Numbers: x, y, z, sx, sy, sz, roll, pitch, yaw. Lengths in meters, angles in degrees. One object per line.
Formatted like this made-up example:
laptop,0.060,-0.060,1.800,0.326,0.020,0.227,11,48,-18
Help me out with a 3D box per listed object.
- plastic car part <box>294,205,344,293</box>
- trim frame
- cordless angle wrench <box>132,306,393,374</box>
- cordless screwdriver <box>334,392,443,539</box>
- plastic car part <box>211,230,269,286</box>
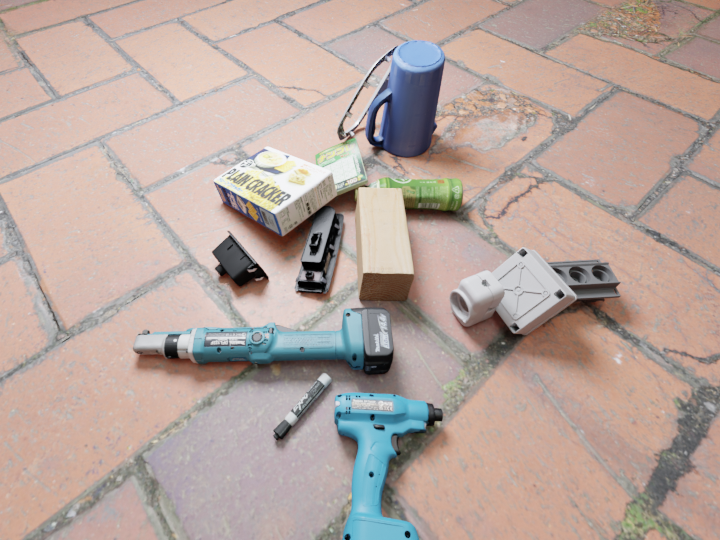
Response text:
plastic car part,-0.081,-0.053,0.827,0.068,0.064,0.206,-3,47,19
trim frame,0.020,-0.408,0.991,0.028,0.248,0.182,37,32,2
cordless angle wrench,-0.163,0.120,0.693,0.424,0.072,0.101,-2,53,2
cordless screwdriver,0.042,0.287,0.559,0.159,0.072,0.256,0,49,0
plastic car part,-0.240,-0.014,0.805,0.070,0.063,0.122,-43,60,-13
